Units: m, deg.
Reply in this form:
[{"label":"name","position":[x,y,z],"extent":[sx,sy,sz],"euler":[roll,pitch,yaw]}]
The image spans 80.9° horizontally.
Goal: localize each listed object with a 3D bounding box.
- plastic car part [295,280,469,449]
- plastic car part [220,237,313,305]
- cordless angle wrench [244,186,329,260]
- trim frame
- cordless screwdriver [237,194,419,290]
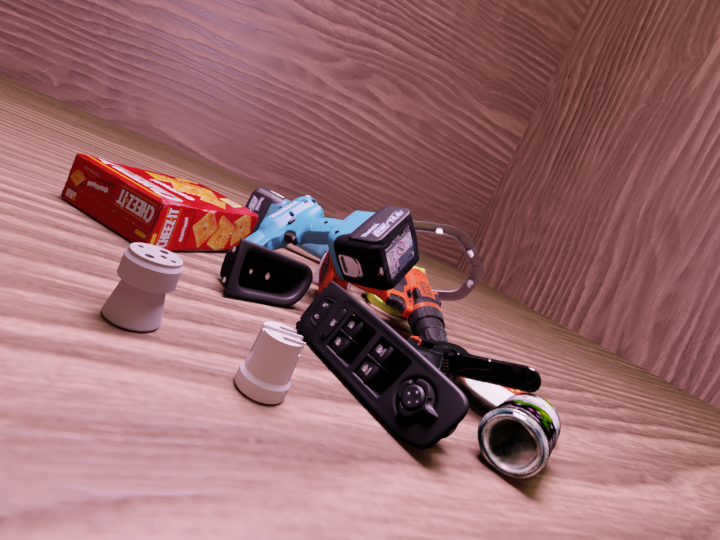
[{"label":"plastic car part","position":[0.016,0.088,0.395],"extent":[0.214,0.066,0.063],"euler":[33,-14,52]},{"label":"plastic car part","position":[-0.125,0.004,0.521],"extent":[0.075,0.066,0.110],"euler":[13,-6,43]},{"label":"cordless angle wrench","position":[-0.050,-0.036,0.890],"extent":[0.424,0.098,0.074],"euler":[29,8,1]},{"label":"trim frame","position":[0.102,-0.011,0.804],"extent":[0.253,0.179,0.028],"euler":[7,33,10]},{"label":"cordless screwdriver","position":[-0.057,-0.037,0.581],"extent":[0.263,0.071,0.156],"euler":[17,46,43]}]
